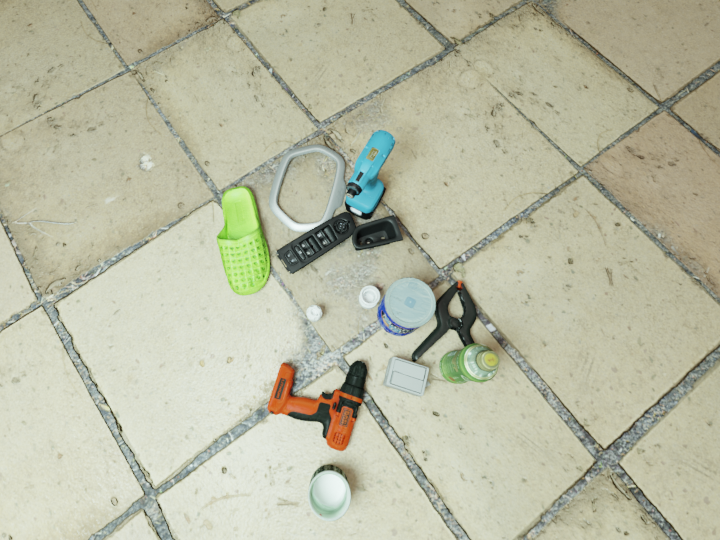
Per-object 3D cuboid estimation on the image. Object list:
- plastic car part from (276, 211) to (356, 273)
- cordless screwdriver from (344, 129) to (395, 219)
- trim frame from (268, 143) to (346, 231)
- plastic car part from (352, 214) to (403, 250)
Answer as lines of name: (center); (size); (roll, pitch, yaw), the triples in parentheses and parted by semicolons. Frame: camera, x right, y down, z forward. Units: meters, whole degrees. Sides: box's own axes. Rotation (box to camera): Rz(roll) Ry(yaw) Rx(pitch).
plastic car part: (-0.098, -0.064, 1.002); (0.201, 0.066, 0.068); (-34, 77, -11)
cordless screwdriver: (0.007, -0.186, 0.950); (0.075, 0.245, 0.159); (29, 73, 4)
trim frame: (-0.131, -0.212, 1.075); (0.186, 0.027, 0.251); (12, 71, 4)
plastic car part: (0.031, -0.078, 1.004); (0.116, 0.070, 0.068); (-16, 74, -6)
